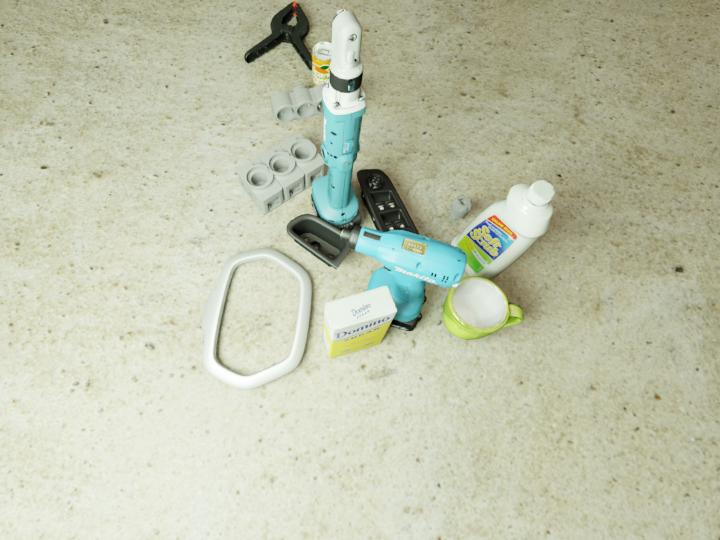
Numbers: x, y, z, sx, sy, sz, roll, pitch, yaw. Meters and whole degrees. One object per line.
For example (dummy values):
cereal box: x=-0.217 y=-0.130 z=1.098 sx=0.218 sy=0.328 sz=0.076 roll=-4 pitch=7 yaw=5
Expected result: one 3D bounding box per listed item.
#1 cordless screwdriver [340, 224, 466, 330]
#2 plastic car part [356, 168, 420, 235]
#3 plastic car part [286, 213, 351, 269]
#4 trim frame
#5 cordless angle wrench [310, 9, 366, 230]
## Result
cordless screwdriver: x=0.043 y=0.011 z=0.633 sx=0.161 sy=0.244 sz=0.075 roll=19 pitch=68 yaw=4
plastic car part: x=0.049 y=-0.102 z=0.781 sx=0.065 sy=0.065 sz=0.210 roll=-17 pitch=67 yaw=-10
plastic car part: x=-0.074 y=-0.048 z=0.754 sx=0.119 sy=0.069 sz=0.066 roll=32 pitch=69 yaw=12
trim frame: x=-0.178 y=0.074 z=0.722 sx=0.185 sy=0.027 sz=0.253 roll=4 pitch=66 yaw=1
cordless angle wrench: x=-0.030 y=-0.182 z=0.626 sx=0.073 sy=0.415 sz=0.101 roll=-16 pitch=71 yaw=-12
